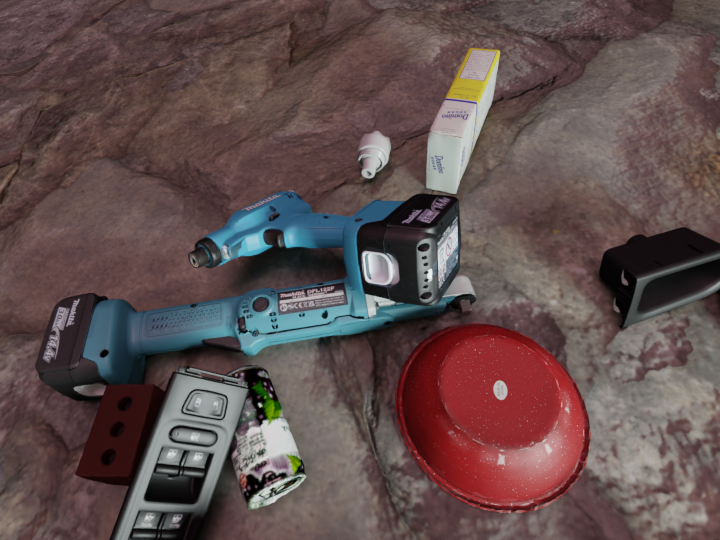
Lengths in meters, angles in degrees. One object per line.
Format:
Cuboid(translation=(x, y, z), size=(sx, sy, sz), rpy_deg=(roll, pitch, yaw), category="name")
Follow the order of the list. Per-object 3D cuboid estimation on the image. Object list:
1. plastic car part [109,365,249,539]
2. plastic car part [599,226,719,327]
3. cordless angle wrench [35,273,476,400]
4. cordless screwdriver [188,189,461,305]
Cuboid(translation=(-0.158, 0.177, 0.330), size=(0.070, 0.063, 0.205), rpy_deg=(-2, 68, 46), category="plastic car part")
Cuboid(translation=(0.284, -0.006, 0.405), size=(0.116, 0.063, 0.074), rpy_deg=(-20, 40, -7), category="plastic car part")
Cuboid(translation=(-0.098, 0.049, 0.432), size=(0.424, 0.071, 0.101), rpy_deg=(-9, 54, 2), category="cordless angle wrench")
Cuboid(translation=(-0.041, -0.027, 0.416), size=(0.262, 0.072, 0.156), rpy_deg=(11, 32, 35), category="cordless screwdriver")
